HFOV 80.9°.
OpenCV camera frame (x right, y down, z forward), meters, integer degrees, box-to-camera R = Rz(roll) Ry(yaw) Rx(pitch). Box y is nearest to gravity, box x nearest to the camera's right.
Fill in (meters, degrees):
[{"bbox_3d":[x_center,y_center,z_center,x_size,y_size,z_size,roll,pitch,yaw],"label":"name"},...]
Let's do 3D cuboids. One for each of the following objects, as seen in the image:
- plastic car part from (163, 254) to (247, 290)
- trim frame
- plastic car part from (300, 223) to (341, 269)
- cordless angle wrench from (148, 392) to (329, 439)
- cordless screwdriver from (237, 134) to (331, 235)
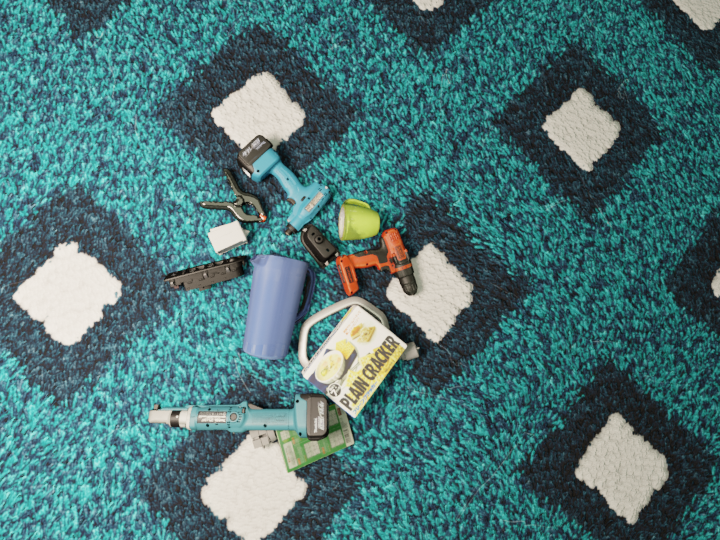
[{"bbox_3d":[-0.374,0.010,1.044,0.201,0.068,0.066,-19,97,-9],"label":"plastic car part"},{"bbox_3d":[-0.042,0.176,1.077,0.246,0.027,0.186,-27,85,-11],"label":"trim frame"},{"bbox_3d":[-0.106,-0.069,1.080,0.065,0.072,0.116,-42,93,-14],"label":"plastic car part"},{"bbox_3d":[-0.286,0.340,0.980,0.426,0.072,0.100,-2,63,4],"label":"cordless angle wrench"},{"bbox_3d":[-0.214,-0.217,1.089,0.247,0.075,0.159,40,80,-4],"label":"cordless screwdriver"}]
